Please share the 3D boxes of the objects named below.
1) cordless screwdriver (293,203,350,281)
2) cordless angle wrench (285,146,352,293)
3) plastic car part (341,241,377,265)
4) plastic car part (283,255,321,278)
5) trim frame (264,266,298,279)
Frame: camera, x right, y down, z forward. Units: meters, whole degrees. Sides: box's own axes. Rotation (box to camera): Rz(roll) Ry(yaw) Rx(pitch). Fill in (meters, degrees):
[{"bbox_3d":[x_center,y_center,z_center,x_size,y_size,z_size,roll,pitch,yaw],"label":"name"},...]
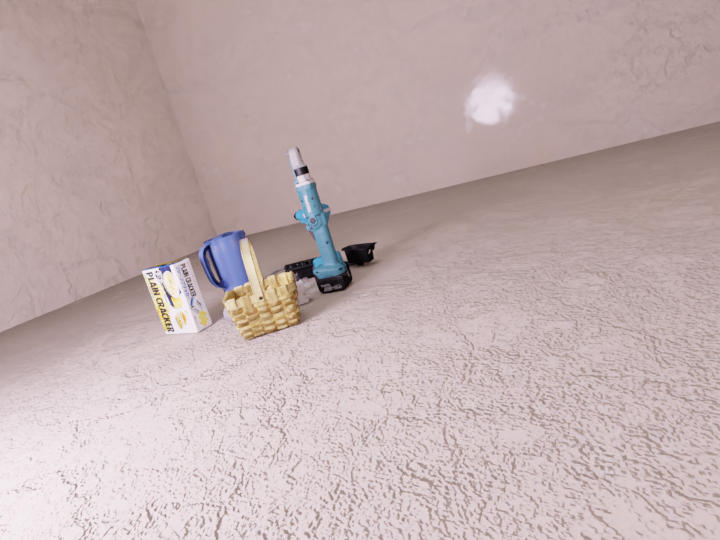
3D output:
[{"bbox_3d":[-0.131,-0.085,1.337,0.072,0.245,0.166,-24,13,-38],"label":"cordless screwdriver"},{"bbox_3d":[-0.127,-0.145,1.207,0.101,0.417,0.073,-13,10,23],"label":"cordless angle wrench"},{"bbox_3d":[-0.001,-0.051,1.412,0.122,0.070,0.064,-7,15,39],"label":"plastic car part"},{"bbox_3d":[-0.159,-0.012,1.458,0.201,0.066,0.068,-19,12,-6],"label":"plastic car part"},{"bbox_3d":[-0.275,0.019,1.561,0.189,0.027,0.246,-13,15,19],"label":"trim frame"}]
